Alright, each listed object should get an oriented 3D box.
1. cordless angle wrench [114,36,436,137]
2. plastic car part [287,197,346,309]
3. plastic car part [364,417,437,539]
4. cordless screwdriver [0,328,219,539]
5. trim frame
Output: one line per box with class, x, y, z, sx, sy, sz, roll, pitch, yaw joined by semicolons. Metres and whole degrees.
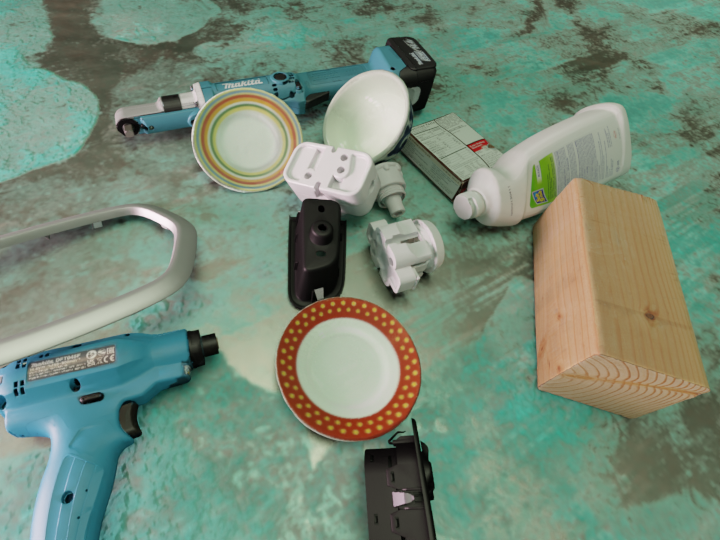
cordless angle wrench;-0.106;-0.236;0.568;0.415;0.072;0.102;-16;59;-15
plastic car part;-0.042;-0.027;0.426;0.065;0.069;0.120;3;52;-7
plastic car part;0.032;0.209;0.280;0.068;0.063;0.209;-10;55;14
cordless screwdriver;-0.159;0.155;0.282;0.156;0.072;0.260;-13;54;-17
trim frame;-0.266;-0.001;0.377;0.242;0.027;0.194;-28;50;-32
